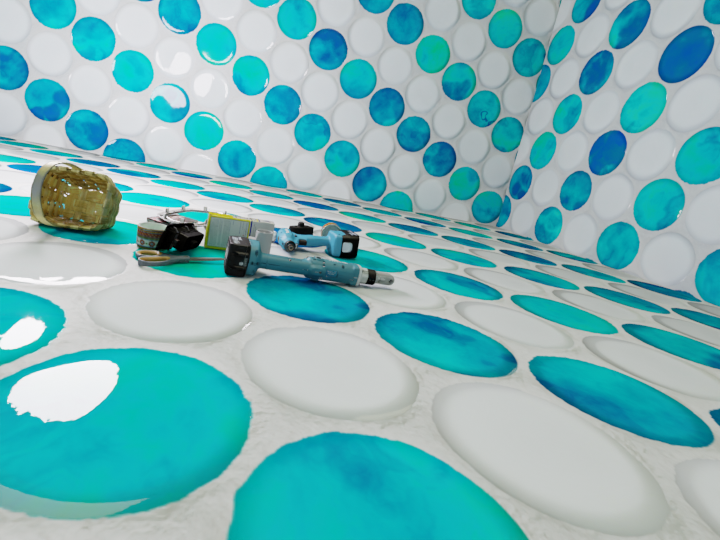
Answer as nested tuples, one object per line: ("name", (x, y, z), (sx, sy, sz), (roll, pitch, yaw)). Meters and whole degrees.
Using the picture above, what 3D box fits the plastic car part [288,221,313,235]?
("plastic car part", (-0.196, -0.125, 1.394), (0.069, 0.070, 0.111), (20, 13, 34))

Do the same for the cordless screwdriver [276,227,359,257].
("cordless screwdriver", (-0.126, -0.082, 1.286), (0.243, 0.073, 0.165), (3, 16, -15))

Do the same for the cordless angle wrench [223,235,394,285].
("cordless angle wrench", (-0.109, -0.006, 1.013), (0.410, 0.074, 0.102), (9, 14, -18))

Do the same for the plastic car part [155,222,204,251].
("plastic car part", (-0.427, -0.080, 1.031), (0.066, 0.066, 0.206), (20, 6, -10))

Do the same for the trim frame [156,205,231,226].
("trim frame", (-0.475, -0.161, 1.235), (0.189, 0.027, 0.244), (15, 15, 13))
